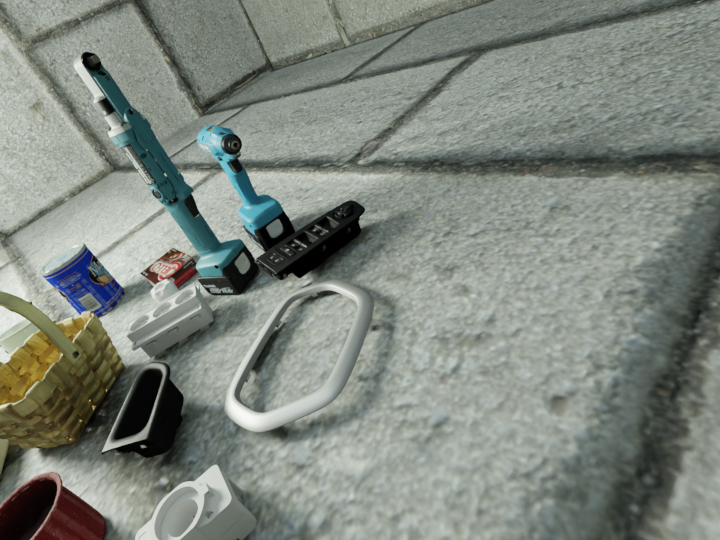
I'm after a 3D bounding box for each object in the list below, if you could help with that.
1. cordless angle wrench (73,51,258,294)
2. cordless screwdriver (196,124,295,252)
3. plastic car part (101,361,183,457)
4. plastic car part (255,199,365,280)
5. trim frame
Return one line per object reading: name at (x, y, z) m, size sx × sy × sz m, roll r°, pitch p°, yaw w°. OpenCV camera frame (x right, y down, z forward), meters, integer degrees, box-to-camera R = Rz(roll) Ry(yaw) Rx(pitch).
cordless angle wrench at (-0.307, -0.136, 0.678) m, size 0.102 × 0.405 × 0.074 m, roll -4°, pitch 37°, yaw 33°
cordless screwdriver at (-0.203, -0.147, 0.771) m, size 0.073 × 0.238 × 0.168 m, roll -36°, pitch 32°, yaw -17°
plastic car part at (-0.250, 0.177, 0.521) m, size 0.067 × 0.068 × 0.120 m, roll -20°, pitch 33°, yaw 11°
plastic car part at (-0.068, -0.044, 0.694) m, size 0.201 × 0.064 × 0.070 m, roll -41°, pitch 34°, yaw -19°
trim frame at (-0.077, 0.096, 0.545) m, size 0.191 × 0.026 × 0.250 m, roll -8°, pitch 38°, yaw 28°
